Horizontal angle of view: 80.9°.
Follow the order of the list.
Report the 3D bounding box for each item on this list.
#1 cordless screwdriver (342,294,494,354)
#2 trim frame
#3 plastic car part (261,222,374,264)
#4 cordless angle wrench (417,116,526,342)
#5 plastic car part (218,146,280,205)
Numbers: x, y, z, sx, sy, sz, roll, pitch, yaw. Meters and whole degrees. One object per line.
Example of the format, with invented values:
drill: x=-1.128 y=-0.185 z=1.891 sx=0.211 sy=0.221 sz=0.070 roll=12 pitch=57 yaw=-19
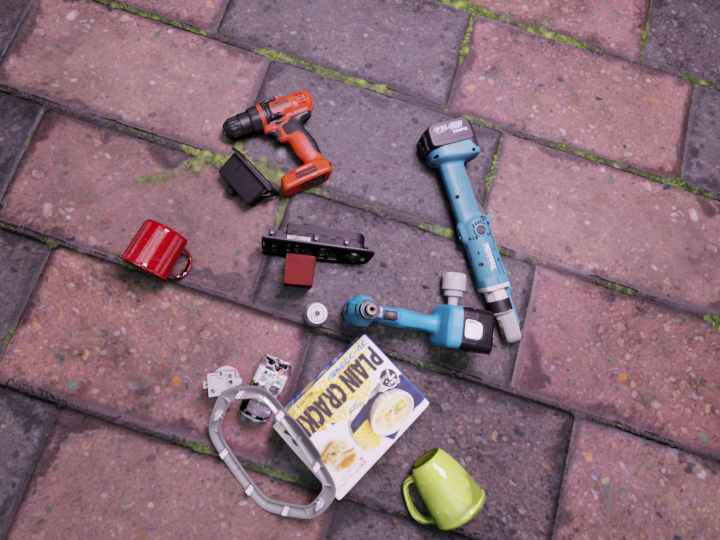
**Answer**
cordless screwdriver: x=0.100 y=0.084 z=0.708 sx=0.247 sy=0.159 sz=0.075 roll=11 pitch=81 yaw=-5
trim frame: x=-0.146 y=0.294 z=0.675 sx=0.187 sy=0.027 sz=0.249 roll=-35 pitch=88 yaw=23
plastic car part: x=-0.076 y=-0.050 z=0.778 sx=0.203 sy=0.065 sz=0.068 roll=11 pitch=54 yaw=0
cordless angle wrench: x=0.216 y=-0.073 z=0.791 sx=0.097 sy=0.074 sz=0.427 roll=-15 pitch=83 yaw=-7
plastic car part: x=-0.218 y=-0.165 z=0.793 sx=0.118 sy=0.065 sz=0.071 roll=44 pitch=94 yaw=7
